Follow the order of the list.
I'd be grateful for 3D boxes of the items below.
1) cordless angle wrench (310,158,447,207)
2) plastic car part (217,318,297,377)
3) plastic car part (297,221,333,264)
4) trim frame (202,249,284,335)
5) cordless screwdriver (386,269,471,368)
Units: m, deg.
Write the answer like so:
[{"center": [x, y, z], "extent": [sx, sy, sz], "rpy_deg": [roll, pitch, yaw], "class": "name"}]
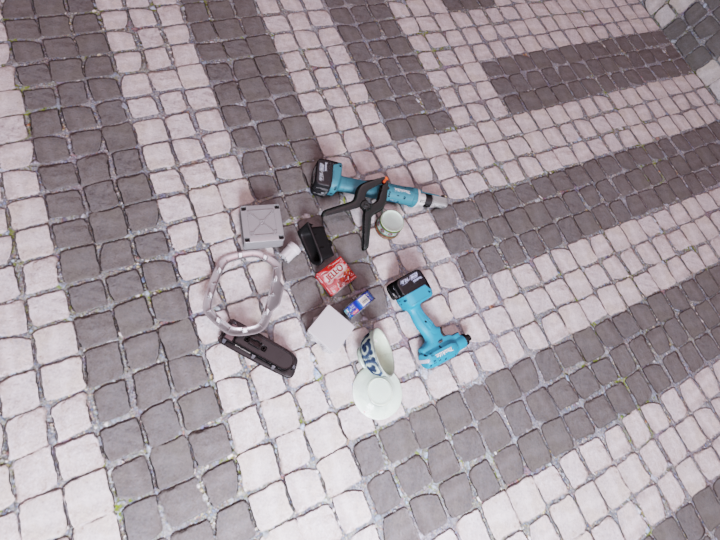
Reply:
[{"center": [0.066, -0.236, 1.251], "extent": [0.414, 0.074, 0.100], "rpy_deg": [9, 68, -12], "class": "cordless angle wrench"}, {"center": [-0.238, 0.185, 1.016], "extent": [0.202, 0.067, 0.066], "rpy_deg": [31, 58, -4], "class": "plastic car part"}, {"center": [-0.113, -0.074, 1.152], "extent": [0.068, 0.067, 0.118], "rpy_deg": [-19, 78, -36], "class": "plastic car part"}, {"center": [-0.285, 0.047, 1.048], "extent": [0.183, 0.027, 0.254], "rpy_deg": [11, 52, -4], "class": "trim frame"}, {"center": [0.186, 0.119, 1.137], "extent": [0.156, 0.075, 0.253], "rpy_deg": [-21, 79, -21], "class": "cordless screwdriver"}]
